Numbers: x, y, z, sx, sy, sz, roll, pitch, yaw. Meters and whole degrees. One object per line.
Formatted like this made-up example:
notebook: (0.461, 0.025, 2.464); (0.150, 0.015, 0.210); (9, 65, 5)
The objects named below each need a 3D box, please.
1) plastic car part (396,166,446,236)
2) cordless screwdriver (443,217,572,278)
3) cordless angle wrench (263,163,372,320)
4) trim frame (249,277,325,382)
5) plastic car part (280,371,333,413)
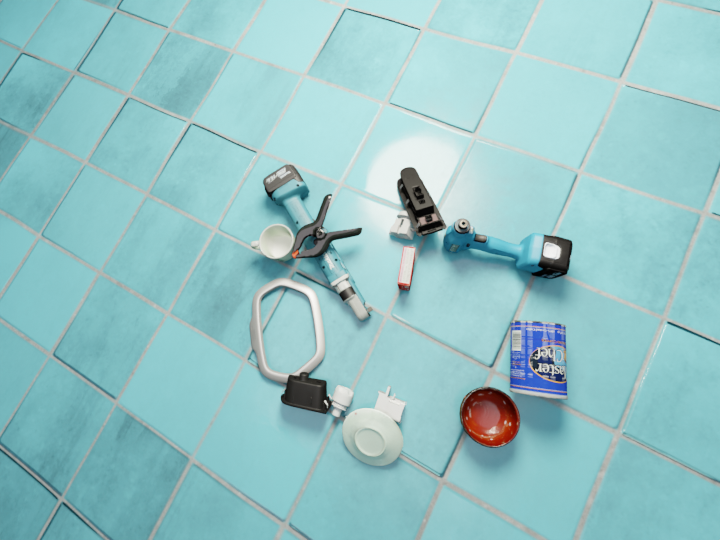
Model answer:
plastic car part: (0.129, -0.171, 0.976); (0.067, 0.063, 0.211); (-23, 46, 8)
cordless screwdriver: (0.307, -0.055, 0.891); (0.255, 0.155, 0.075); (14, 80, 11)
cordless angle wrench: (-0.100, -0.066, 1.025); (0.098, 0.072, 0.435); (-32, 74, 1)
trim frame: (-0.179, 0.139, 1.008); (0.186, 0.027, 0.253); (-12, 75, 7)
plastic car part: (-0.120, 0.263, 0.935); (0.119, 0.064, 0.071); (9, 94, 14)
